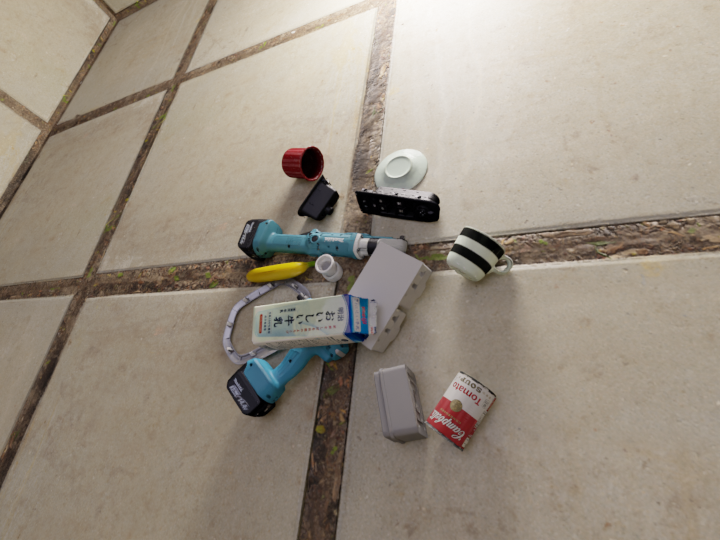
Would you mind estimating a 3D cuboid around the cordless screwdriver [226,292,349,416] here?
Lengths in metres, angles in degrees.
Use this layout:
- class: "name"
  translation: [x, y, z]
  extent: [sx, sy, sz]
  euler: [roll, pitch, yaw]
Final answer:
- class: "cordless screwdriver"
  translation: [-0.161, 0.172, 0.871]
  extent: [0.249, 0.071, 0.167]
  euler: [-39, 61, 0]

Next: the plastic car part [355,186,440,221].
- class: "plastic car part"
  translation: [0.090, -0.151, 0.942]
  extent: [0.214, 0.064, 0.066]
  euler: [18, 47, 37]

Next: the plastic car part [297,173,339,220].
- class: "plastic car part"
  translation: [-0.095, -0.169, 1.058]
  extent: [0.074, 0.063, 0.116]
  euler: [29, 82, 23]

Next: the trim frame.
- class: "trim frame"
  translation: [-0.221, 0.113, 0.979]
  extent: [0.251, 0.026, 0.193]
  euler: [-29, 53, 10]

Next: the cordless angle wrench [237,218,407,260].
- class: "cordless angle wrench"
  translation: [-0.097, -0.063, 0.988]
  extent: [0.442, 0.070, 0.099]
  euler: [5, 65, 29]
